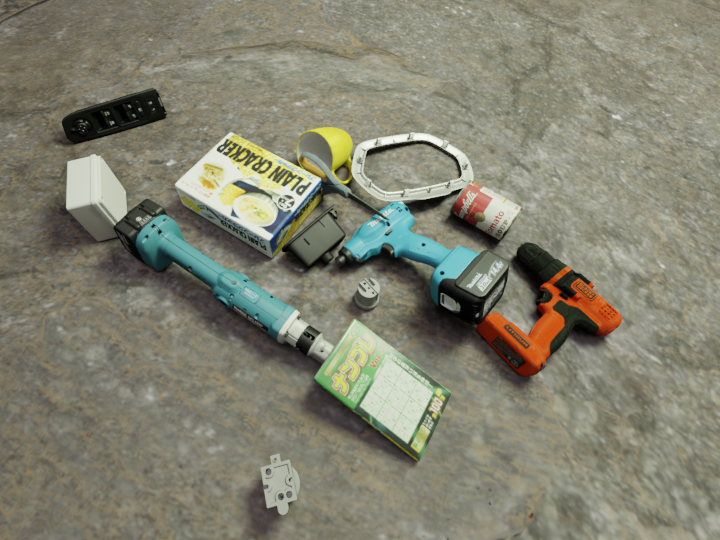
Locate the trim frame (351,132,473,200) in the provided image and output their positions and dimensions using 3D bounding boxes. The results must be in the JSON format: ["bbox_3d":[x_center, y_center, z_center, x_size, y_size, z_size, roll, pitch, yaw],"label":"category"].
[{"bbox_3d":[0.101,-0.203,0.814,0.243,0.027,0.192,-13,58,-18],"label":"trim frame"}]

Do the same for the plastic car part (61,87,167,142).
[{"bbox_3d":[-0.520,-0.331,0.886,0.200,0.064,0.070,-27,55,-15],"label":"plastic car part"}]

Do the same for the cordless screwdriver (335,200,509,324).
[{"bbox_3d":[0.088,-0.009,0.669,0.157,0.071,0.263,-39,52,-20],"label":"cordless screwdriver"}]

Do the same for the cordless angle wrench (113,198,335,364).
[{"bbox_3d":[-0.199,0.031,0.662,0.434,0.096,0.074,31,60,13],"label":"cordless angle wrench"}]

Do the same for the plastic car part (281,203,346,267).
[{"bbox_3d":[-0.071,-0.046,0.726,0.072,0.066,0.115,43,71,4],"label":"plastic car part"}]
